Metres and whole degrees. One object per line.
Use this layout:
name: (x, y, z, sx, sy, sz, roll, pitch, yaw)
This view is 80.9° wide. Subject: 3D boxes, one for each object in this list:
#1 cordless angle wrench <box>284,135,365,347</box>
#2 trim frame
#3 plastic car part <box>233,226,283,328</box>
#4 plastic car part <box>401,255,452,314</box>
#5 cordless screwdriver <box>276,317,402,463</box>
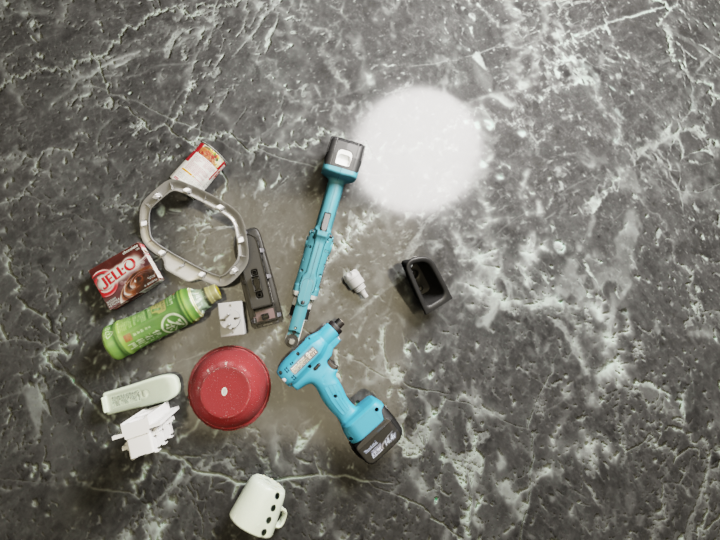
cordless angle wrench: (-0.083, -0.054, 0.851, 0.074, 0.098, 0.424, 16, 85, -5)
trim frame: (-0.328, -0.069, 0.823, 0.252, 0.027, 0.183, 28, 110, 6)
plastic car part: (-0.211, 0.011, 0.841, 0.066, 0.066, 0.206, -15, 80, -1)
plastic car part: (0.122, 0.018, 0.855, 0.065, 0.073, 0.114, -30, 102, -10)
cordless screwdriver: (-0.023, 0.224, 0.810, 0.158, 0.074, 0.251, -44, 86, -10)
